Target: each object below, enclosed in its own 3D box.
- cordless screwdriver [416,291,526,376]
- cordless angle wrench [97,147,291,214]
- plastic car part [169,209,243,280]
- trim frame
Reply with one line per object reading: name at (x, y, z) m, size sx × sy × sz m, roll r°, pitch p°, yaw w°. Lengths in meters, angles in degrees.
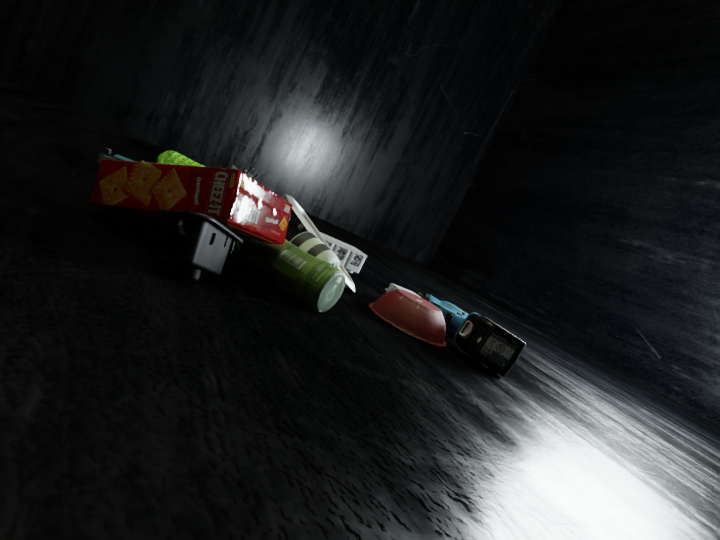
cordless screwdriver at (0.204, 0.109, 0.850) m, size 0.158 × 0.074 × 0.251 m, roll 32°, pitch 2°, yaw -7°
cordless angle wrench at (-0.360, -0.162, 0.907) m, size 0.421 × 0.097 × 0.075 m, roll 21°, pitch 7°, yaw -3°
plastic car part at (-0.189, -0.023, 0.492) m, size 0.066 × 0.071 × 0.115 m, roll 9°, pitch -6°, yaw 2°
trim frame at (-0.085, -0.056, 0.873) m, size 0.251 × 0.027 × 0.182 m, roll 53°, pitch 3°, yaw 4°
